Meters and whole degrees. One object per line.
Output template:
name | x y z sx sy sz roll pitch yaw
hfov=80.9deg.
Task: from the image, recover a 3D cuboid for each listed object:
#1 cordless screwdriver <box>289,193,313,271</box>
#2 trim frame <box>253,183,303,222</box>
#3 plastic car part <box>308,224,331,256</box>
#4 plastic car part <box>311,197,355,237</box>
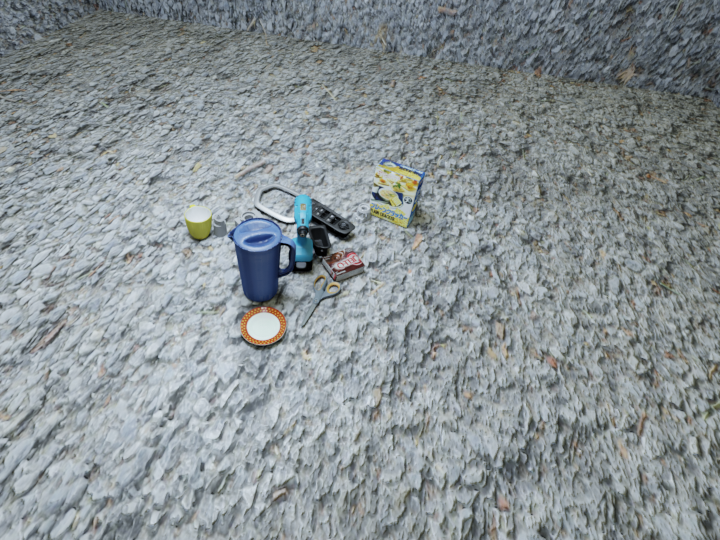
cordless screwdriver | -0.178 -0.089 1.281 0.074 0.242 0.165 2 47 -8
trim frame | -0.283 -0.254 1.579 0.258 0.027 0.182 26 50 19
plastic car part | -0.137 -0.090 1.404 0.065 0.069 0.122 -8 48 -14
plastic car part | -0.114 -0.175 1.490 0.212 0.065 0.065 30 50 22
